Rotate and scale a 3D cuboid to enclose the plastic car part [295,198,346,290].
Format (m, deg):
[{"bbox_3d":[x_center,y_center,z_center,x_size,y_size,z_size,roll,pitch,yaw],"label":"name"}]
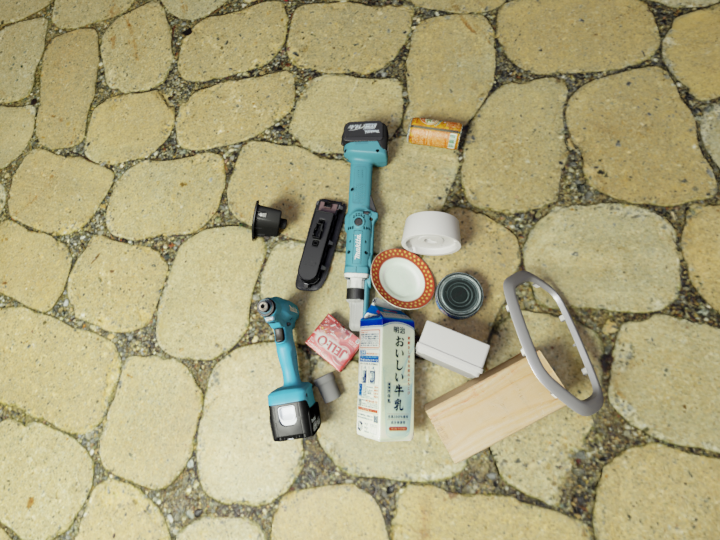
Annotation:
[{"bbox_3d":[-0.085,-0.055,0.865,0.067,0.066,0.204,13,80,4],"label":"plastic car part"}]

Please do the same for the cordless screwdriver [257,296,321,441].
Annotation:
[{"bbox_3d":[-0.137,0.170,0.761,0.075,0.154,0.254,-13,75,5],"label":"cordless screwdriver"}]

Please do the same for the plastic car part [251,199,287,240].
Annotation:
[{"bbox_3d":[-0.189,-0.100,0.880,0.069,0.118,0.067,10,77,-13],"label":"plastic car part"}]

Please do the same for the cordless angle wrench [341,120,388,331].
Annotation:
[{"bbox_3d":[0.001,-0.093,0.853,0.100,0.072,0.428,1,77,10],"label":"cordless angle wrench"}]

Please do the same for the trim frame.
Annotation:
[{"bbox_3d":[0.310,0.107,0.686,0.176,0.028,0.257,13,49,-27],"label":"trim frame"}]
